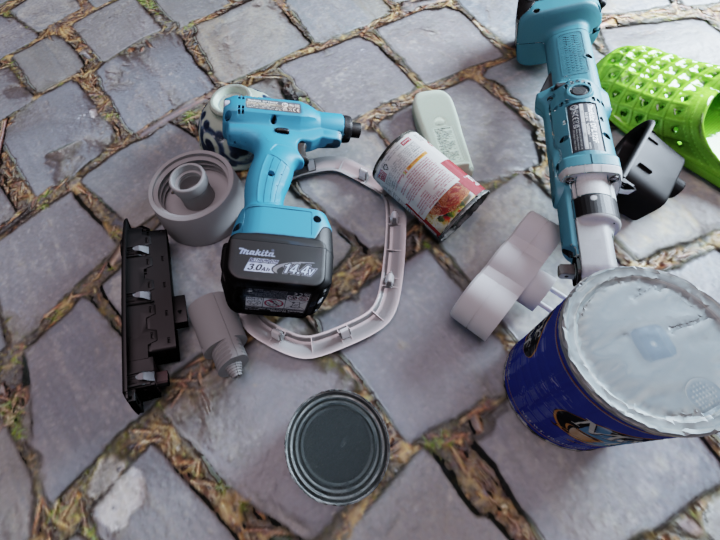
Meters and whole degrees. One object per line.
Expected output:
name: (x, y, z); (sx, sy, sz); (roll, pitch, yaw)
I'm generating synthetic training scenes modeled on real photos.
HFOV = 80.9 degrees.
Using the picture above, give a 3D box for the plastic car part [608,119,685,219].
plastic car part: (0.295, -0.099, 0.439); (0.072, 0.065, 0.115); (42, 70, 6)

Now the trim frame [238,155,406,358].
trim frame: (-0.045, -0.029, 0.458); (0.187, 0.026, 0.253); (3, 64, 10)

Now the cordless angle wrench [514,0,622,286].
cordless angle wrench: (0.222, -0.167, 0.443); (0.101, 0.071, 0.430); (0, 57, 18)

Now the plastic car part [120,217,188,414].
plastic car part: (-0.213, 0.030, 0.429); (0.066, 0.065, 0.211); (-15, 61, -14)

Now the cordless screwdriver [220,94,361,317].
cordless screwdriver: (-0.064, -0.080, 0.434); (0.156, 0.073, 0.257); (0, 59, -13)
